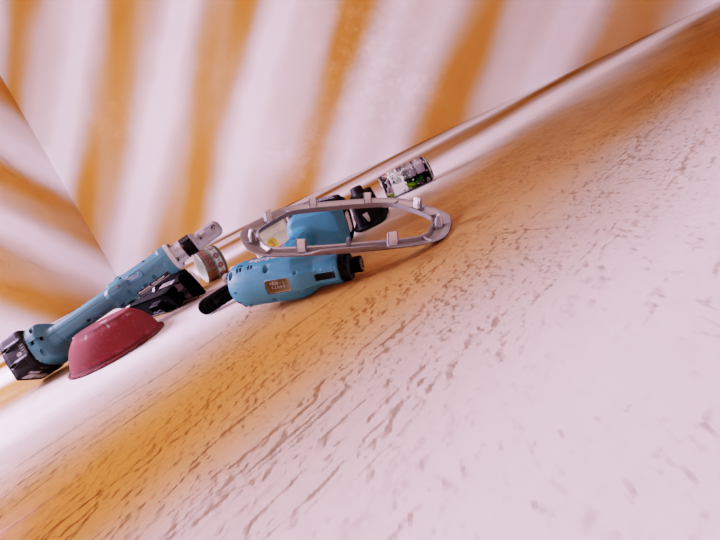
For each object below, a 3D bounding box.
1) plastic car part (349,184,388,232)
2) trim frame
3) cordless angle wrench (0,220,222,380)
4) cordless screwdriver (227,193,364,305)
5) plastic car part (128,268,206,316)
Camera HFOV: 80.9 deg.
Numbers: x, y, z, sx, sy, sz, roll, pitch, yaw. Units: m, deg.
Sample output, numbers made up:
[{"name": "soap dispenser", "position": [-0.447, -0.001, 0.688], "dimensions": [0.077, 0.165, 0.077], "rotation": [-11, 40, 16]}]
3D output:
[{"name": "plastic car part", "position": [0.006, -0.115, 0.738], "dimensions": [0.067, 0.070, 0.116], "rotation": [-24, 10, 13]}, {"name": "trim frame", "position": [-0.020, -0.057, 0.502], "dimensions": [0.249, 0.027, 0.189], "rotation": [-3, 28, 0]}, {"name": "cordless angle wrench", "position": [-0.435, 0.038, 0.778], "dimensions": [0.420, 0.076, 0.097], "rotation": [-37, -8, -10]}, {"name": "cordless screwdriver", "position": [-0.055, -0.036, 0.567], "dimensions": [0.163, 0.072, 0.249], "rotation": [-11, 22, 17]}, {"name": "plastic car part", "position": [-0.407, 0.061, 0.860], "dimensions": [0.210, 0.063, 0.068], "rotation": [-15, 40, 34]}]
